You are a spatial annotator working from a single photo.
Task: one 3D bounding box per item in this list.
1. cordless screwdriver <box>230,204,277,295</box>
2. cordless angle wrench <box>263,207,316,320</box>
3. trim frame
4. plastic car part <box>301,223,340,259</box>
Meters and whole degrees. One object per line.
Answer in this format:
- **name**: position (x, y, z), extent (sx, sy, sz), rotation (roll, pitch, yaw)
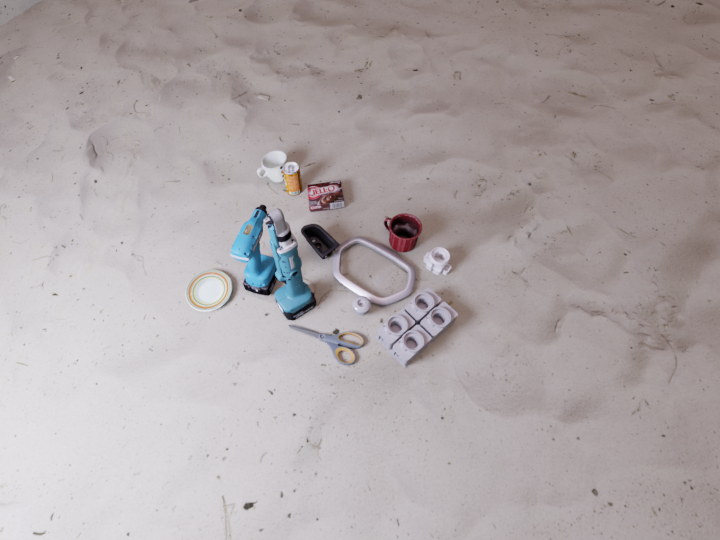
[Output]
- **cordless screwdriver**: position (-0.269, -0.048, 1.117), extent (0.076, 0.241, 0.161), rotation (13, 60, 6)
- **cordless angle wrench**: position (-0.168, -0.009, 0.988), extent (0.096, 0.410, 0.078), rotation (-31, 65, -18)
- **trim frame**: position (0.036, -0.003, 1.197), extent (0.258, 0.027, 0.183), rotation (29, 64, 19)
- **plastic car part**: position (-0.120, -0.079, 1.229), extent (0.065, 0.069, 0.122), rotation (-36, 64, -19)
